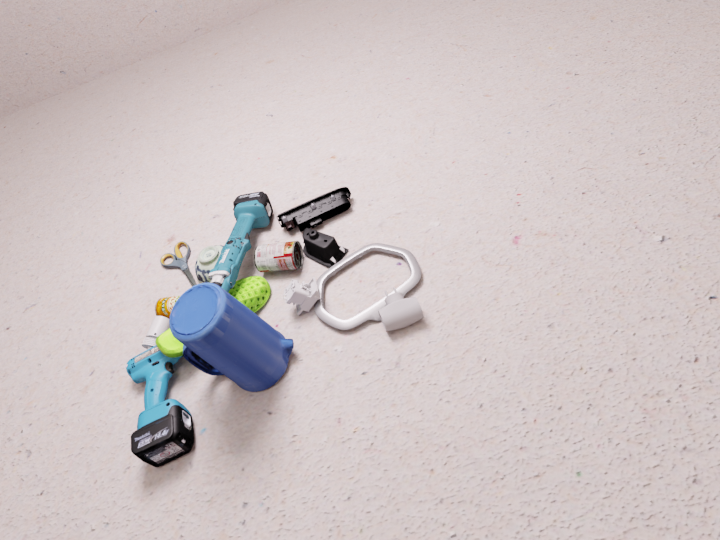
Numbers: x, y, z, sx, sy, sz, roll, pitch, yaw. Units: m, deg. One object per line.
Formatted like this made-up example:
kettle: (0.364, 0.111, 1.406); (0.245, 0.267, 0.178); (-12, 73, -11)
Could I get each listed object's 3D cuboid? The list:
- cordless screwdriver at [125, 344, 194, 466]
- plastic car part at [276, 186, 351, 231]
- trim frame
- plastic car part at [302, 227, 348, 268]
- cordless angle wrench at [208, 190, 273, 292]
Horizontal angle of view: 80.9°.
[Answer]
cordless screwdriver: (-0.382, 0.241, 0.846); (0.158, 0.071, 0.262); (-29, 45, -7)
plastic car part: (-0.109, -0.151, 1.080); (0.202, 0.063, 0.070); (-28, 58, -5)
trim frame: (0.011, 0.029, 0.911); (0.246, 0.026, 0.195); (-33, 48, -11)
plastic car part: (-0.098, -0.064, 0.998); (0.123, 0.068, 0.065); (25, 61, 31)
cordless angle wrench: (-0.295, -0.047, 0.995); (0.100, 0.071, 0.434); (-9, 38, 10)
